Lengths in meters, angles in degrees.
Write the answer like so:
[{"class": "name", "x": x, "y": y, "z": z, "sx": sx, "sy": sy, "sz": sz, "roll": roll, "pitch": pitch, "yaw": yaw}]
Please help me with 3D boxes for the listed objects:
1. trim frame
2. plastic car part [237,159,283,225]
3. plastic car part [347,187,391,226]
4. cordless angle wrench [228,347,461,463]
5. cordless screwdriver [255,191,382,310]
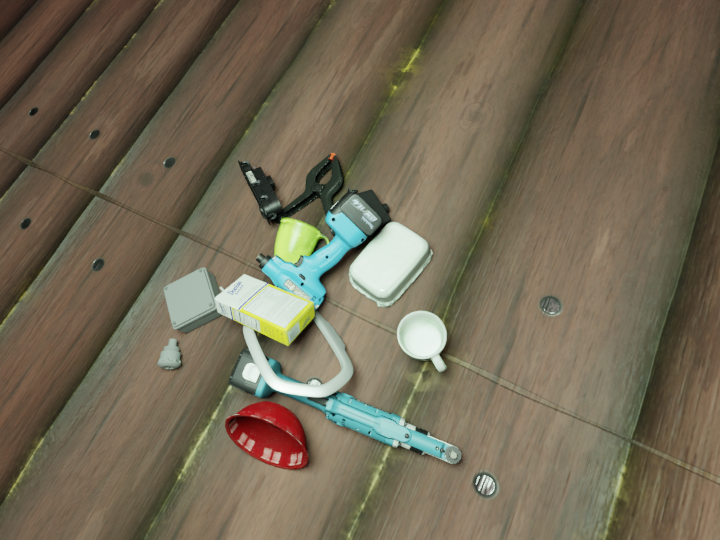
[{"class": "trim frame", "x": -0.119, "y": 0.141, "z": 0.806, "sx": 0.178, "sy": 0.027, "sz": 0.263, "roll": -13, "pitch": 39, "yaw": -28}, {"class": "plastic car part", "x": -0.233, "y": -0.189, "z": 1.009, "sx": 0.066, "sy": 0.064, "sz": 0.213, "roll": -18, "pitch": 54, "yaw": -13}, {"class": "plastic car part", "x": 0.025, "y": -0.132, "z": 0.931, "sx": 0.070, "sy": 0.064, "sz": 0.121, "roll": -27, "pitch": 66, "yaw": -15}, {"class": "cordless angle wrench", "x": -0.034, "y": 0.250, "z": 0.765, "sx": 0.437, "sy": 0.094, "sz": 0.075, "roll": 17, "pitch": 72, "yaw": 17}, {"class": "cordless screwdriver", "x": -0.083, "y": -0.054, "z": 0.849, "sx": 0.158, "sy": 0.075, "sz": 0.249, "roll": 40, "pitch": 96, "yaw": -4}]
